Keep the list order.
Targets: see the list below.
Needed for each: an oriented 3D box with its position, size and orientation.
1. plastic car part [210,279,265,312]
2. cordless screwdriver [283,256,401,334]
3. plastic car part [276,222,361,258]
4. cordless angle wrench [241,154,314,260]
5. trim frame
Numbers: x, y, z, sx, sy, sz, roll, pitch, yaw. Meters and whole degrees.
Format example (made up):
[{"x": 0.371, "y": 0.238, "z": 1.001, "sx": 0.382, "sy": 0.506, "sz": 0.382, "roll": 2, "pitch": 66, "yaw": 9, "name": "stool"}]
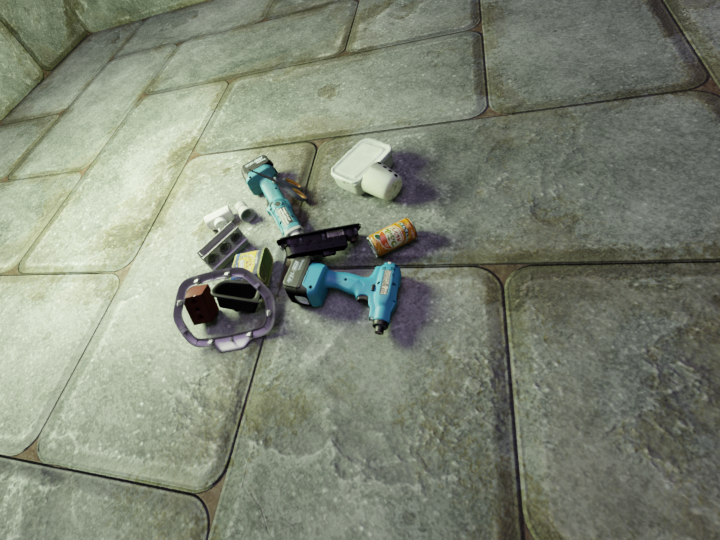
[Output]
[{"x": -0.285, "y": 0.067, "z": 0.992, "sx": 0.118, "sy": 0.068, "sz": 0.067, "roll": 4, "pitch": 40, "yaw": 7, "name": "plastic car part"}, {"x": -0.044, "y": 0.051, "z": 0.916, "sx": 0.257, "sy": 0.071, "sz": 0.161, "roll": 4, "pitch": 56, "yaw": 18, "name": "cordless screwdriver"}, {"x": -0.098, "y": -0.064, "z": 1.000, "sx": 0.199, "sy": 0.067, "sz": 0.068, "roll": -7, "pitch": 81, "yaw": -12, "name": "plastic car part"}, {"x": -0.217, "y": -0.163, "z": 1.146, "sx": 0.098, "sy": 0.071, "sz": 0.445, "roll": -30, "pitch": 52, "yaw": -4, "name": "cordless angle wrench"}, {"x": -0.309, "y": 0.090, "z": 0.945, "sx": 0.252, "sy": 0.182, "sz": 0.027, "roll": -12, "pitch": 8, "yaw": 10, "name": "trim frame"}]
